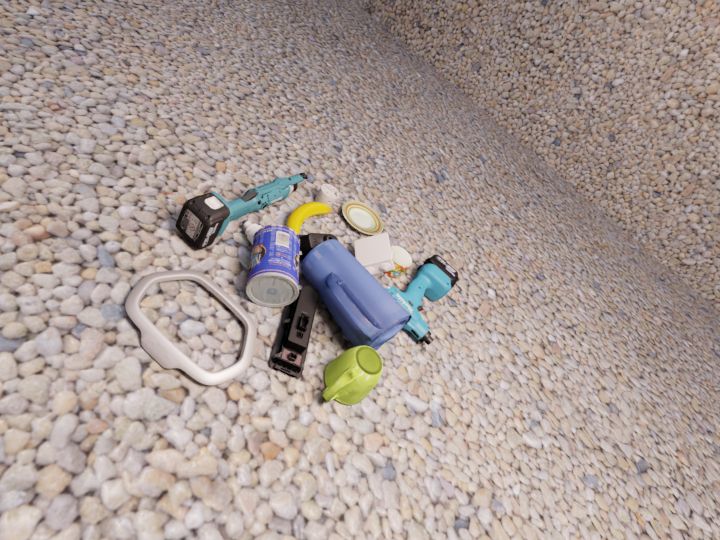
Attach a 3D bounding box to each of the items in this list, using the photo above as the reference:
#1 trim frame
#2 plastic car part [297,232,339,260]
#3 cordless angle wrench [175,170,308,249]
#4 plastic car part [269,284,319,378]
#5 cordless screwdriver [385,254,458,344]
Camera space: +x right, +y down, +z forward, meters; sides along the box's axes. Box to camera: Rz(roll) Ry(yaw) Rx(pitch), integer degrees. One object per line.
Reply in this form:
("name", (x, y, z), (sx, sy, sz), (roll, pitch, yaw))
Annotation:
("trim frame", (-0.294, 0.092, 0.748), (0.251, 0.027, 0.182), (40, 39, 4))
("plastic car part", (-0.097, -0.063, 0.992), (0.111, 0.073, 0.067), (-5, 77, -36))
("cordless angle wrench", (-0.246, -0.170, 1.004), (0.075, 0.098, 0.415), (41, 36, 4))
("plastic car part", (-0.121, 0.102, 0.831), (0.065, 0.066, 0.208), (19, 39, -11))
("cordless screwdriver", (0.164, 0.068, 1.048), (0.163, 0.074, 0.242), (45, 45, 12))
